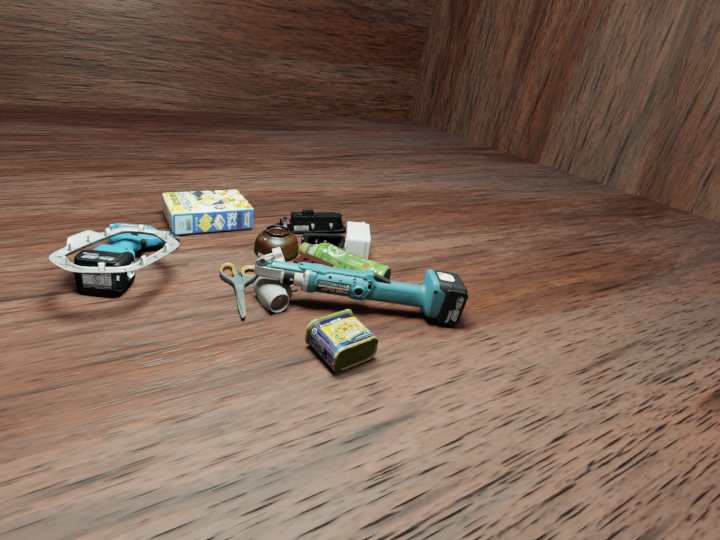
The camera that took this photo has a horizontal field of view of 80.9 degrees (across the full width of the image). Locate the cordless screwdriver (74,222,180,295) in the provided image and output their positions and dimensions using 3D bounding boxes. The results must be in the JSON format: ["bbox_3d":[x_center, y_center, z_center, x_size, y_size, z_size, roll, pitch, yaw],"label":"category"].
[{"bbox_3d":[-0.492,-0.037,0.909,0.157,0.073,0.257,3,24,-10],"label":"cordless screwdriver"}]

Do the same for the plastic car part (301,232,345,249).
[{"bbox_3d":[-0.106,-0.070,1.089,0.112,0.065,0.075,-5,16,-30],"label":"plastic car part"}]

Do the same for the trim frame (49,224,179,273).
[{"bbox_3d":[-0.468,-0.047,0.820,0.188,0.027,0.249,10,24,8],"label":"trim frame"}]

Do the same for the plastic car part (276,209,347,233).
[{"bbox_3d":[-0.136,-0.142,1.211,0.197,0.066,0.069,2,21,-18],"label":"plastic car part"}]

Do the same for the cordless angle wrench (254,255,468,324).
[{"bbox_3d":[-0.004,0.029,0.856,0.419,0.096,0.076,9,27,-5],"label":"cordless angle wrench"}]
